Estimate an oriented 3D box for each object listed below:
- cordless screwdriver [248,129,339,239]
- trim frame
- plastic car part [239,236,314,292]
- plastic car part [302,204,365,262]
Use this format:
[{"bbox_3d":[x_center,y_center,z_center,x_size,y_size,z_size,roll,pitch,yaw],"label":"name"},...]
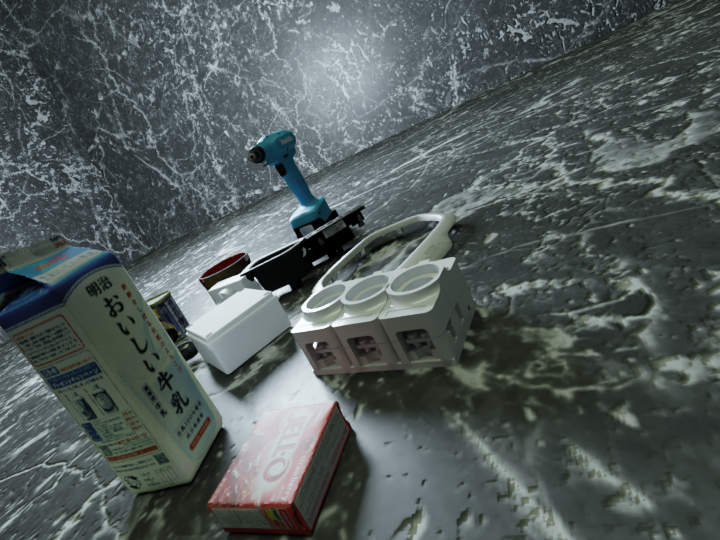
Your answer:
[{"bbox_3d":[-0.134,-0.157,0.853,0.076,0.243,0.159,-20,17,25],"label":"cordless screwdriver"},{"bbox_3d":[0.034,-0.017,0.592,0.192,0.027,0.244,-7,27,46],"label":"trim frame"},{"bbox_3d":[-0.129,0.000,0.704,0.119,0.069,0.066,-20,17,22],"label":"plastic car part"},{"bbox_3d":[-0.075,-0.049,0.764,0.204,0.065,0.068,-26,16,4],"label":"plastic car part"}]
